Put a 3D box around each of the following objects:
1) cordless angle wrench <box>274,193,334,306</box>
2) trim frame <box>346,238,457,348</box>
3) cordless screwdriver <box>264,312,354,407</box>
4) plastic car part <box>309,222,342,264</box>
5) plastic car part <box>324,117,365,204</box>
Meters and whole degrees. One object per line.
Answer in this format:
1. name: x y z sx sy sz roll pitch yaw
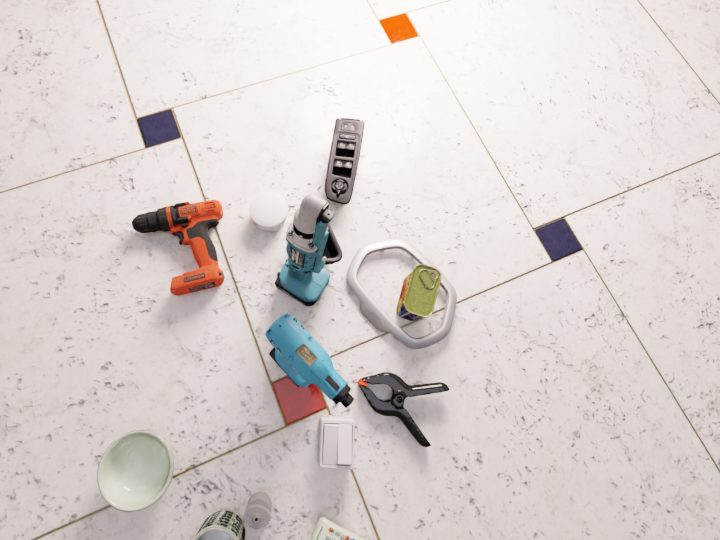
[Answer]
1. cordless angle wrench: -0.089 -0.025 0.680 0.098 0.420 0.074 32 73 0
2. trim frame: 0.085 0.043 0.876 0.183 0.027 0.253 -42 79 -15
3. cordless screwdriver: -0.087 0.159 0.711 0.074 0.247 0.162 -42 84 -17
4. plastic car part: -0.085 -0.056 0.873 0.065 0.070 0.119 -24 77 -13
5. plastic car part: -0.039 -0.236 0.936 0.066 0.066 0.206 9 72 -4
